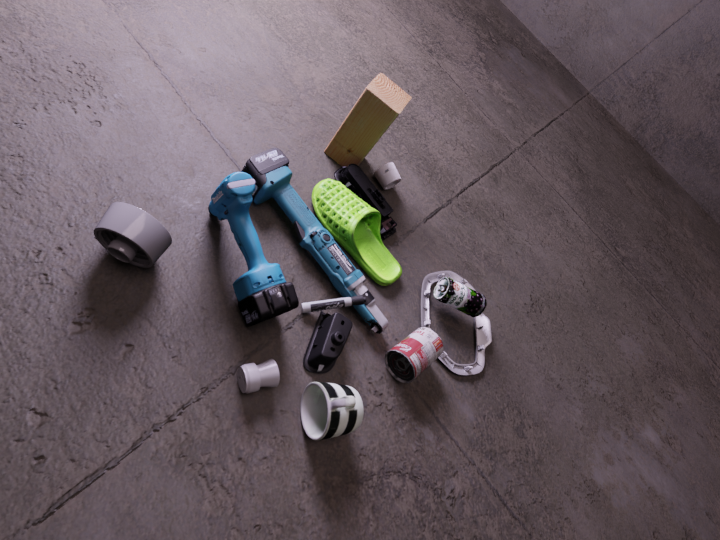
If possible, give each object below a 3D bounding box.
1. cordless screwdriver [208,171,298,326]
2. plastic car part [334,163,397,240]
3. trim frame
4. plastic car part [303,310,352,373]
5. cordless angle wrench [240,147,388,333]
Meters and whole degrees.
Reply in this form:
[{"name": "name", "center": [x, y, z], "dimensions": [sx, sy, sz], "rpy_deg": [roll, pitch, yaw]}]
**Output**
[{"name": "cordless screwdriver", "center": [-0.201, -0.032, 0.734], "dimensions": [0.072, 0.164, 0.250], "rpy_deg": [-17, 88, -35]}, {"name": "plastic car part", "center": [0.014, -0.169, 0.976], "dimensions": [0.065, 0.067, 0.207], "rpy_deg": [-32, 77, -33]}, {"name": "trim frame", "center": [0.211, 0.107, 0.935], "dimensions": [0.178, 0.028, 0.254], "rpy_deg": [21, 51, -18]}, {"name": "plastic car part", "center": [-0.050, 0.122, 0.747], "dimensions": [0.065, 0.071, 0.118], "rpy_deg": [31, 48, -11]}, {"name": "cordless angle wrench", "center": [-0.082, -0.054, 0.843], "dimensions": [0.096, 0.075, 0.427], "rpy_deg": [-33, 83, -40]}]
